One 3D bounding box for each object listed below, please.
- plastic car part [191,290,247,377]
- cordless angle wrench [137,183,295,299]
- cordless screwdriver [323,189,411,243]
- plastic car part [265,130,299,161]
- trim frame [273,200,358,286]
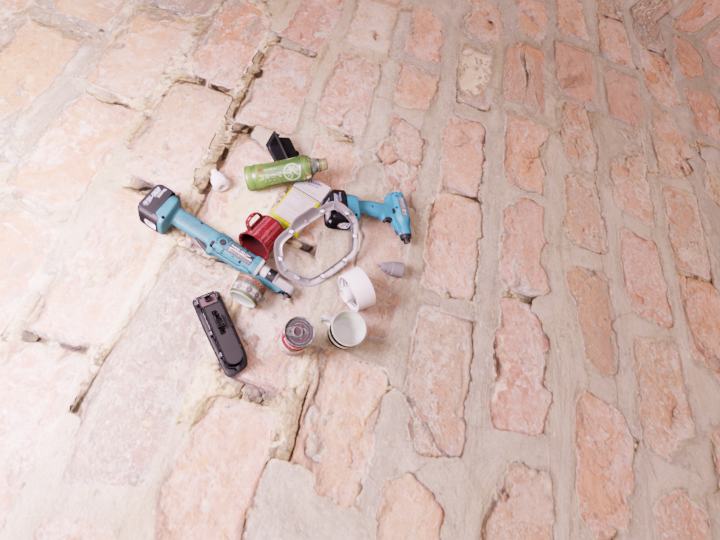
[{"bbox_3d":[-0.311,0.137,0.955,0.064,0.067,0.208,-19,74,-32],"label":"plastic car part"},{"bbox_3d":[-0.342,-0.058,1.038,0.423,0.074,0.098,32,61,-1],"label":"cordless angle wrench"},{"bbox_3d":[0.026,-0.146,1.177,0.241,0.074,0.164,-2,66,-21],"label":"cordless screwdriver"},{"bbox_3d":[-0.213,-0.339,1.220,0.068,0.067,0.119,-20,74,-39],"label":"plastic car part"},{"bbox_3d":[-0.105,-0.069,1.075,0.246,0.028,0.179,-35,107,-15],"label":"trim frame"}]
